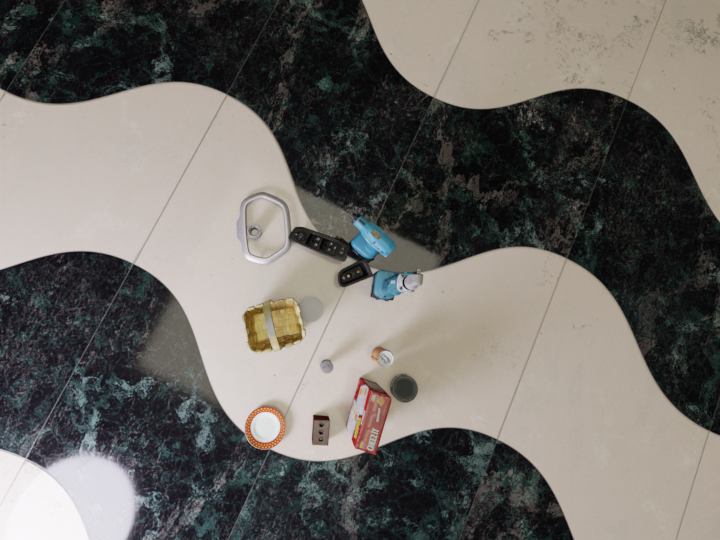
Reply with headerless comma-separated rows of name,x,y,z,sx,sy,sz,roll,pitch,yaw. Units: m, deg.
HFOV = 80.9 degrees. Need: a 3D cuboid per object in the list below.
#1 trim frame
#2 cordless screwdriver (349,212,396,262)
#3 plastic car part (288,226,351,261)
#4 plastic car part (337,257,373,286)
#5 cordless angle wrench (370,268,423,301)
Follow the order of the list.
trim frame,-0.326,-0.144,1.424,0.183,0.027,0.250,-6,83,-5
cordless screwdriver,0.015,-0.103,1.329,0.159,0.249,0.074,43,81,-2
plastic car part,-0.138,-0.090,1.409,0.203,0.067,0.066,21,82,-1
plastic car part,-0.027,0.013,1.400,0.116,0.071,0.066,-24,87,-7
cordless angle wrench,0.107,0.039,1.228,0.073,0.425,0.098,9,84,-8
